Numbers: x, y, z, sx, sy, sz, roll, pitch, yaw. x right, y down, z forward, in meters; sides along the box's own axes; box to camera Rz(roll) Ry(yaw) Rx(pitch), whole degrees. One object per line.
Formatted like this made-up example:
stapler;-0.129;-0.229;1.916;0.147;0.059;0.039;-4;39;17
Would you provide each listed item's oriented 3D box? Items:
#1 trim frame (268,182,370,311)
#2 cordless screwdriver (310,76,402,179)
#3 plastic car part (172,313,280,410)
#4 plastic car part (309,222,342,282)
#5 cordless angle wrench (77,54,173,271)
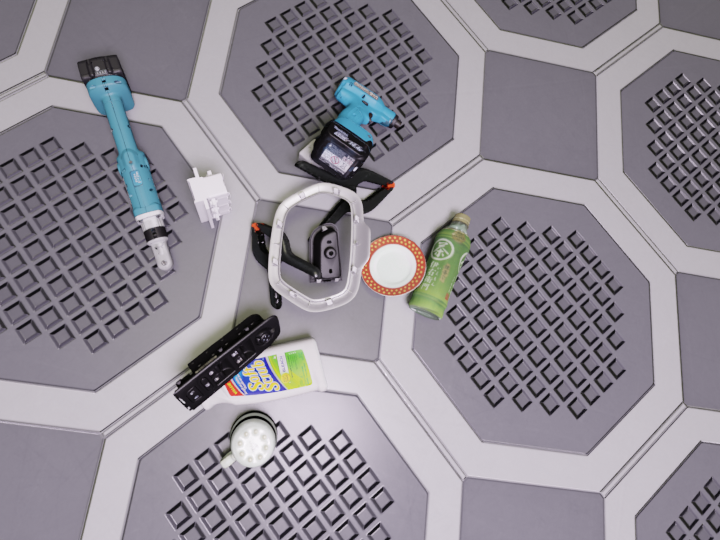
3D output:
trim frame;-0.075;-0.049;0.764;0.187;0.027;0.253;1;69;8
cordless screwdriver;0.001;-0.281;0.848;0.155;0.075;0.252;28;48;-14
plastic car part;-0.225;0.143;0.722;0.200;0.063;0.071;-36;40;-17
plastic car part;-0.063;-0.029;0.807;0.065;0.073;0.115;-4;100;-13
cordless angle wrench;-0.433;-0.199;0.806;0.073;0.099;0.427;-19;84;-17
